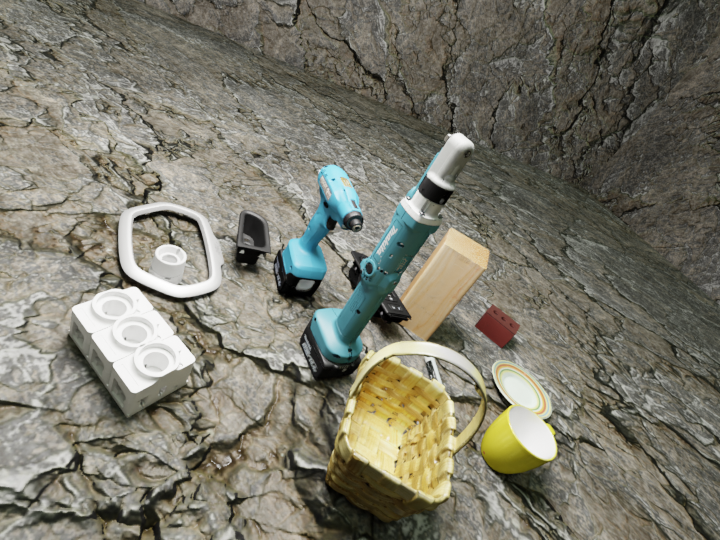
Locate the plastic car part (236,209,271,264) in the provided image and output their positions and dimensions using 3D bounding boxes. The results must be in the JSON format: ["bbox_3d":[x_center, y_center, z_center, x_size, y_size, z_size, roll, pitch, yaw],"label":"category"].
[{"bbox_3d":[-0.218,-0.056,0.827,0.063,0.070,0.121,13,35,-24],"label":"plastic car part"}]

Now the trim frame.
[{"bbox_3d":[-0.337,-0.044,0.764,0.176,0.027,0.261,3,40,-33],"label":"trim frame"}]

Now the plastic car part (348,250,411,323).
[{"bbox_3d":[0.028,0.038,0.878,0.063,0.067,0.213,7,38,-31],"label":"plastic car part"}]

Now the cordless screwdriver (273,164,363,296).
[{"bbox_3d":[-0.074,-0.048,0.756,0.071,0.248,0.167,10,38,-30],"label":"cordless screwdriver"}]

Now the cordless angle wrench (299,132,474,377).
[{"bbox_3d":[0.031,-0.002,0.607,0.071,0.421,0.103,4,41,-36],"label":"cordless angle wrench"}]
